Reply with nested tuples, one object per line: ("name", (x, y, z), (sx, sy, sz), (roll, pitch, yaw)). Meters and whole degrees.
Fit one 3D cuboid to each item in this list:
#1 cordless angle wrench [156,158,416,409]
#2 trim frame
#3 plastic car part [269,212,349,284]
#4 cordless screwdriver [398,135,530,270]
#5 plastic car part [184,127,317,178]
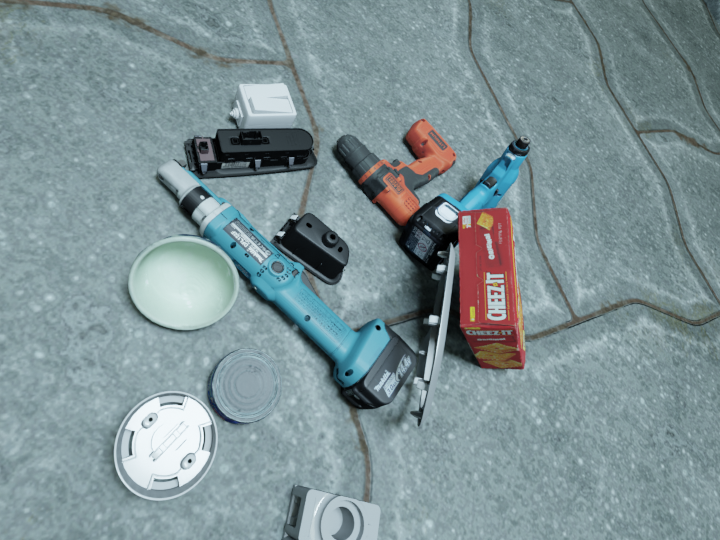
("cordless angle wrench", (-0.114, 0.005, 0.559), (0.425, 0.075, 0.097), (43, 57, 2))
("trim frame", (0.094, 0.076, 0.551), (0.028, 0.178, 0.252), (9, 53, 8))
("plastic car part", (-0.059, -0.038, 0.601), (0.116, 0.071, 0.066), (36, 59, -3))
("cordless screwdriver", (0.179, -0.116, 0.687), (0.077, 0.157, 0.244), (43, 58, 15))
("plastic car part", (-0.154, -0.186, 0.636), (0.195, 0.067, 0.068), (-9, 66, -30))
